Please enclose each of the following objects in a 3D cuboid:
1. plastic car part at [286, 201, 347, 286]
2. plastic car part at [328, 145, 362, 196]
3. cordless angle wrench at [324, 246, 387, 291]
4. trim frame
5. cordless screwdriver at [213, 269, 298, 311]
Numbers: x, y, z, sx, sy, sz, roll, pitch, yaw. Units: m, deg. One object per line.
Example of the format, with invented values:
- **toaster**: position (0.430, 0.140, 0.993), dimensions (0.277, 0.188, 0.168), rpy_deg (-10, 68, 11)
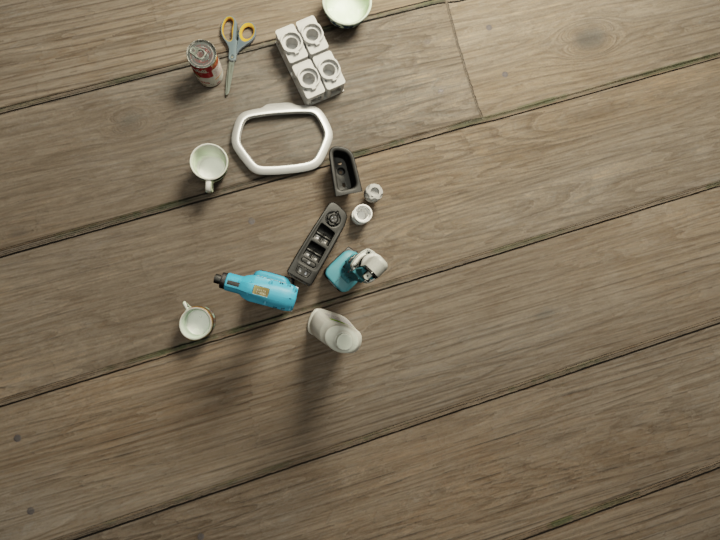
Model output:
- **plastic car part**: position (-0.098, -0.064, 1.004), dimensions (0.066, 0.067, 0.203), rpy_deg (30, 84, -4)
- **plastic car part**: position (-0.043, -0.236, 1.019), dimensions (0.065, 0.071, 0.117), rpy_deg (-11, 88, -7)
- **cordless angle wrench**: position (-0.005, -0.005, 0.826), dimensions (0.098, 0.426, 0.074), rpy_deg (-44, 95, -7)
- **trim frame**: position (-0.191, -0.326, 1.039), dimensions (0.247, 0.027, 0.185), rpy_deg (-8, 86, -4)
- **cordless screwdriver**: position (-0.214, 0.036, 0.898), dimensions (0.158, 0.250, 0.074), rpy_deg (15, 87, -7)
